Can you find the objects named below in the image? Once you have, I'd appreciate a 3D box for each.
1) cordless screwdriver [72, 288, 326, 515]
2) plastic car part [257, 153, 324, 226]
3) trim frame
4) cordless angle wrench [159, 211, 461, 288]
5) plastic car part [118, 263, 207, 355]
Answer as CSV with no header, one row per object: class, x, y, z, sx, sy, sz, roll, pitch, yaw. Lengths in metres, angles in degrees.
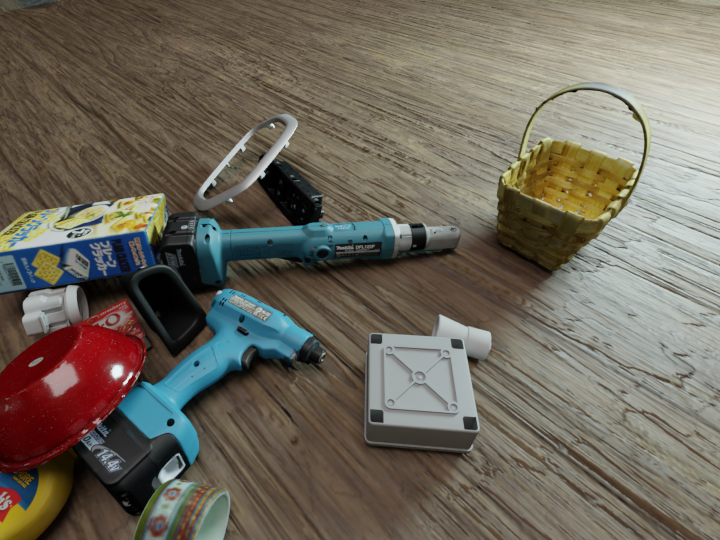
cordless screwdriver,-0.160,0.130,0.455,0.166,0.072,0.246,20,46,22
plastic car part,-0.119,-0.142,0.730,0.065,0.065,0.214,-20,47,-32
trim frame,-0.204,-0.196,0.753,0.194,0.026,0.249,6,58,42
cordless angle wrench,-0.060,-0.039,0.609,0.419,0.095,0.077,-4,42,-6
plastic car part,-0.257,0.038,0.532,0.074,0.112,0.065,2,39,37
